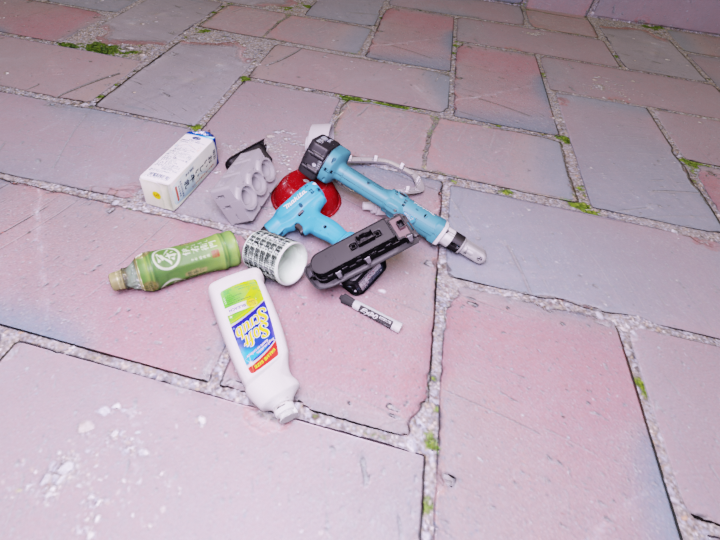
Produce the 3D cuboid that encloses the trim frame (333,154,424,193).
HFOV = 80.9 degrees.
[{"bbox_3d":[0.038,-0.226,1.003,0.240,0.027,0.194,-5,44,-26],"label":"trim frame"}]

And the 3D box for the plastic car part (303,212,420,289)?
[{"bbox_3d":[-0.003,-0.034,0.711,0.204,0.065,0.068,-29,72,4],"label":"plastic car part"}]

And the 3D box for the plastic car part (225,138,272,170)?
[{"bbox_3d":[-0.255,-0.250,1.004,0.072,0.065,0.115,41,57,9],"label":"plastic car part"}]

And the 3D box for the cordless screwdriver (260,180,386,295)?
[{"bbox_3d":[-0.080,-0.052,0.813,0.159,0.071,0.261,-42,61,-6],"label":"cordless screwdriver"}]

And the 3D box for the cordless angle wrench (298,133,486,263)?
[{"bbox_3d":[0.073,-0.136,0.869,0.427,0.074,0.097,33,30,4],"label":"cordless angle wrench"}]
